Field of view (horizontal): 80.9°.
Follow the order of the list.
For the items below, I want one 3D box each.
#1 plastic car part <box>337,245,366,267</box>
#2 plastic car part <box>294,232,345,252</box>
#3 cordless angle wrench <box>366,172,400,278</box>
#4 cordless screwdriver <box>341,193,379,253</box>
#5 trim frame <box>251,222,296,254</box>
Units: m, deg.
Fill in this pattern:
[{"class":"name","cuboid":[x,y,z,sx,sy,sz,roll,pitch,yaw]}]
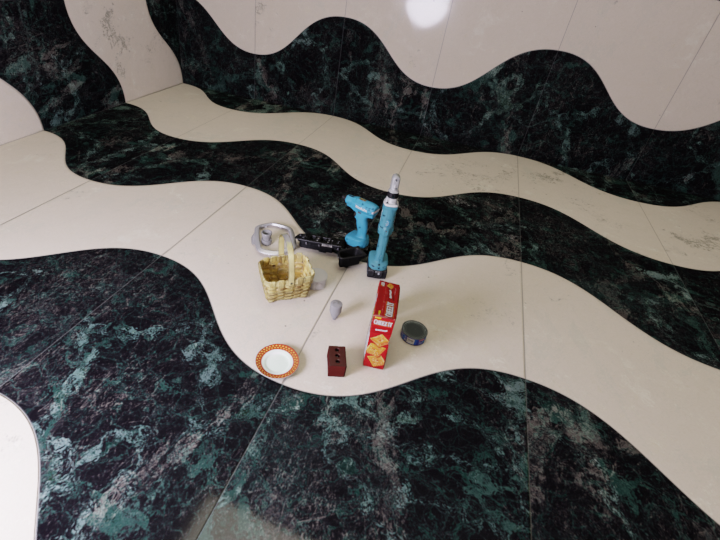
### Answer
[{"class":"plastic car part","cuboid":[-0.045,-0.045,1.661,0.113,0.069,0.070,-15,42,-28]},{"class":"plastic car part","cuboid":[-0.169,-0.111,1.733,0.207,0.065,0.067,14,36,10]},{"class":"cordless angle wrench","cuboid":[0.091,-0.156,1.543,0.074,0.413,0.100,8,36,-4]},{"class":"cordless screwdriver","cuboid":[-0.020,-0.182,1.703,0.167,0.243,0.073,29,40,25]},{"class":"trim frame","cuboid":[-0.363,-0.134,1.766,0.180,0.027,0.260,-4,38,-14]}]
